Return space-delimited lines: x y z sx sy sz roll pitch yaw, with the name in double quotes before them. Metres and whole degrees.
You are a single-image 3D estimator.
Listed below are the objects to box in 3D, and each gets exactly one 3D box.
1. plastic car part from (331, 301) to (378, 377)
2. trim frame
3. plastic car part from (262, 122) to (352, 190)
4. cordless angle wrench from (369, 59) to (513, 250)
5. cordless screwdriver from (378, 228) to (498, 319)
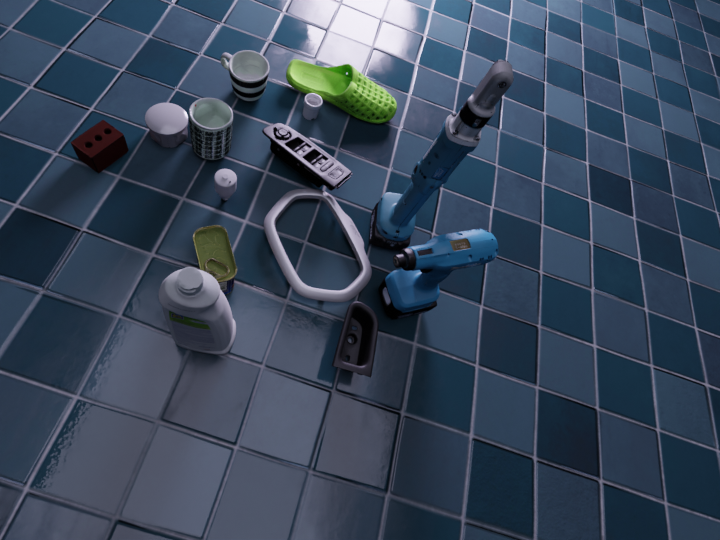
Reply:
"plastic car part" -0.011 0.120 0.722 0.065 0.071 0.118 17 62 -8
"trim frame" -0.080 -0.052 0.815 0.180 0.027 0.256 -23 71 -22
"plastic car part" -0.116 -0.231 0.873 0.206 0.066 0.066 41 62 8
"cordless angle wrench" 0.114 -0.160 0.690 0.073 0.422 0.100 13 64 -13
"cordless screwdriver" 0.093 0.012 0.698 0.155 0.248 0.076 -9 70 -20
